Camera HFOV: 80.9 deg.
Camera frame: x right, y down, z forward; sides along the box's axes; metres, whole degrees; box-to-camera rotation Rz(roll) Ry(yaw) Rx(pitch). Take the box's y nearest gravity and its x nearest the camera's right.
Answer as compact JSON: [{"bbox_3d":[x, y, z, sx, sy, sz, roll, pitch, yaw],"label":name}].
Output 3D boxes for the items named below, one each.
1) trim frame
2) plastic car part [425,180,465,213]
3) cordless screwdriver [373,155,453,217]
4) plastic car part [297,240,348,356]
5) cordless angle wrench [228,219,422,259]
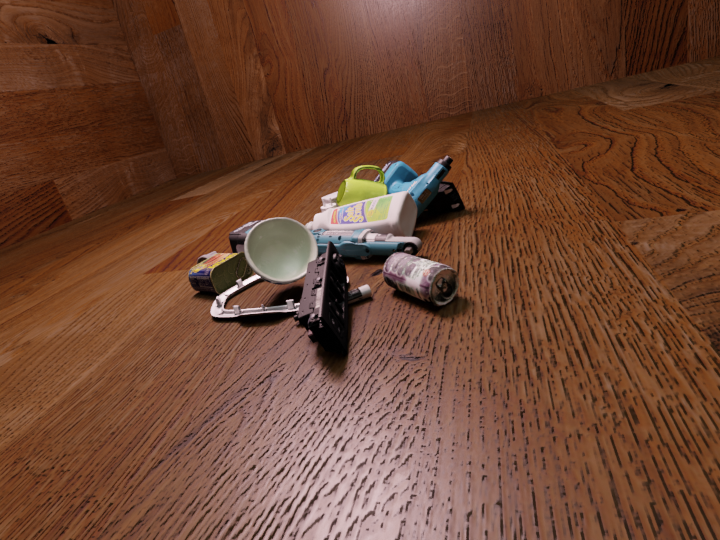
[{"bbox_3d":[-0.141,0.032,0.726,0.255,0.027,0.184,-6,25,18],"label":"trim frame"},{"bbox_3d":[0.167,-0.158,0.938,0.071,0.064,0.120,-32,20,-5],"label":"plastic car part"},{"bbox_3d":[0.115,-0.207,0.971,0.159,0.072,0.257,-51,21,11],"label":"cordless screwdriver"},{"bbox_3d":[-0.050,0.034,0.588,0.068,0.064,0.207,-29,28,21],"label":"plastic car part"},{"bbox_3d":[-0.082,-0.053,0.836,0.443,0.072,0.096,4,28,34],"label":"cordless angle wrench"}]
